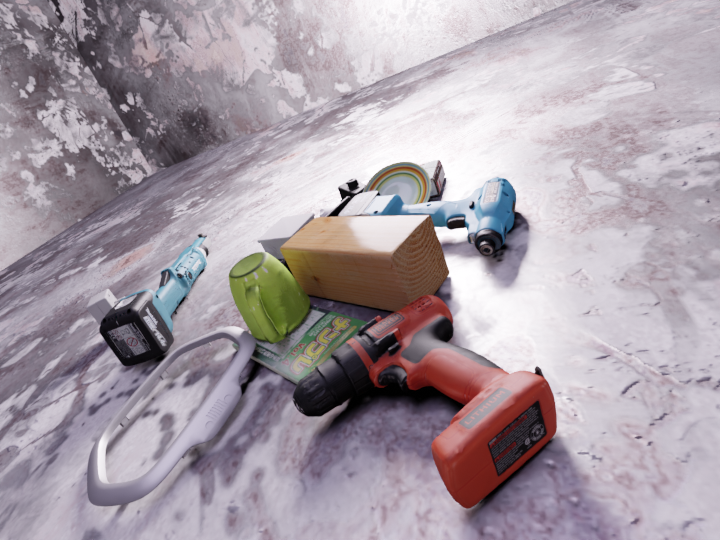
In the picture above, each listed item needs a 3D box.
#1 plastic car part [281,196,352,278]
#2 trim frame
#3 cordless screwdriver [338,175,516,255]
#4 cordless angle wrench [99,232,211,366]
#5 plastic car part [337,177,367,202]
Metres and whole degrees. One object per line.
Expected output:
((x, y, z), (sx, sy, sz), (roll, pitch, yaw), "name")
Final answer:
((-0.070, -0.046, 0.718), (0.070, 0.064, 0.201), (-13, 28, 44), "plastic car part")
((-0.225, 0.161, 0.515), (0.192, 0.026, 0.248), (-7, 35, 34), "trim frame")
((0.087, -0.066, 0.613), (0.259, 0.071, 0.159), (-4, 34, 29), "cordless screwdriver")
((-0.359, 0.019, 0.830), (0.075, 0.095, 0.433), (-22, 24, 6), "cordless angle wrench")
((-0.008, -0.148, 0.833), (0.065, 0.068, 0.121), (-31, 24, -9), "plastic car part")
